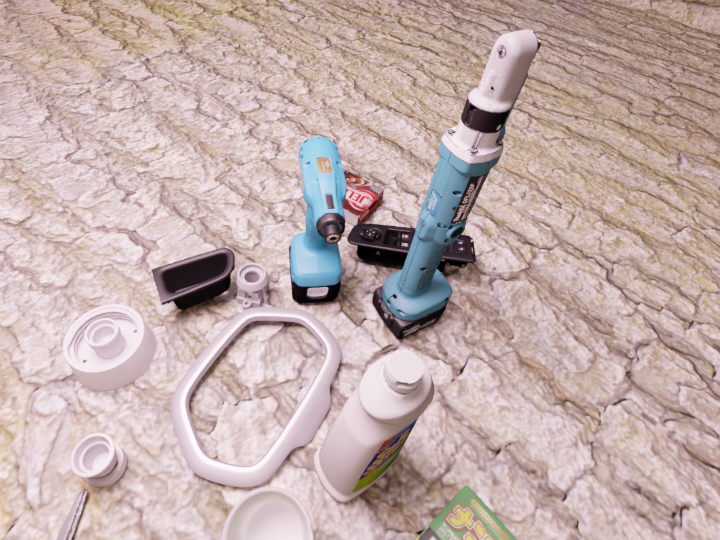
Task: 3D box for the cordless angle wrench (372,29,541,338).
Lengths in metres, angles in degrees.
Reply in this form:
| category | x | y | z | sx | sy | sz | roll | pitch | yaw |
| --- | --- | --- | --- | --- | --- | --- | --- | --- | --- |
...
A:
| category | x | y | z | sx | sy | sz | roll | pitch | yaw |
| --- | --- | --- | --- | --- | --- | --- | --- | --- | --- |
| cordless angle wrench | 0.098 | -0.062 | 0.497 | 0.095 | 0.413 | 0.078 | -20 | 57 | -24 |

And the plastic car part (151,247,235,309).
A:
| category | x | y | z | sx | sy | sz | roll | pitch | yaw |
| --- | --- | --- | --- | --- | --- | --- | --- | --- | --- |
| plastic car part | -0.237 | 0.020 | 0.626 | 0.114 | 0.069 | 0.069 | -20 | 56 | -21 |

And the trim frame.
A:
| category | x | y | z | sx | sy | sz | roll | pitch | yaw |
| --- | --- | --- | --- | --- | --- | --- | --- | --- | --- |
| trim frame | -0.131 | 0.149 | 0.555 | 0.190 | 0.027 | 0.248 | 24 | 53 | 15 |

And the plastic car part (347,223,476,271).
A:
| category | x | y | z | sx | sy | sz | roll | pitch | yaw |
| --- | --- | --- | --- | --- | --- | --- | --- | --- | --- |
| plastic car part | 0.078 | -0.036 | 0.700 | 0.205 | 0.065 | 0.067 | 11 | 50 | 4 |

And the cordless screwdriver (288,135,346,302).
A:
| category | x | y | z | sx | sy | sz | roll | pitch | yaw |
| --- | --- | --- | --- | --- | --- | --- | --- | --- | --- |
| cordless screwdriver | -0.056 | -0.037 | 0.575 | 0.073 | 0.243 | 0.165 | -2 | 52 | -12 |
